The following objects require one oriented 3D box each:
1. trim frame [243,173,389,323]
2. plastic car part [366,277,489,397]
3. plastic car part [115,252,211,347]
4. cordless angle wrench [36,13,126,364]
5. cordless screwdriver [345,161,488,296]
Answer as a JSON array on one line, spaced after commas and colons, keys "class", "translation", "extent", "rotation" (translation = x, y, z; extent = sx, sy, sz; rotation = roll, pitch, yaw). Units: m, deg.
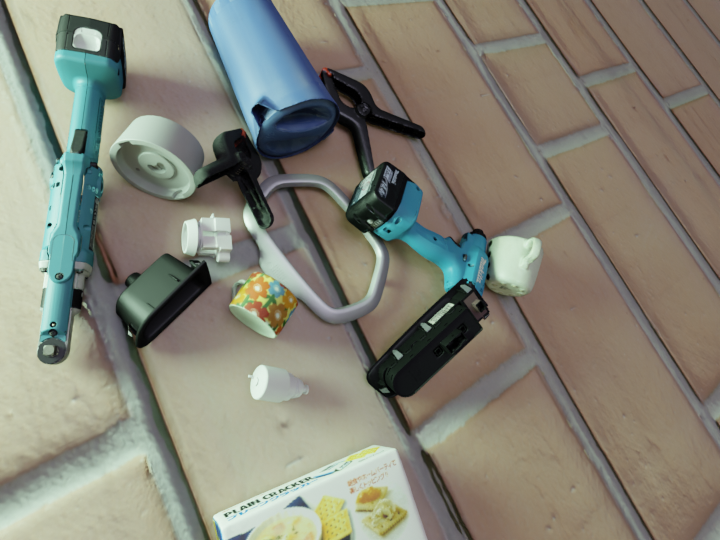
[{"class": "trim frame", "translation": [-0.061, -0.040, 0.620], "extent": [0.181, 0.028, 0.249], "rotation": [-39, 88, -31]}, {"class": "plastic car part", "translation": [0.101, 0.102, 0.574], "extent": [0.202, 0.070, 0.064], "rotation": [-39, 111, -6]}, {"class": "plastic car part", "translation": [-0.245, 0.025, 0.507], "extent": [0.073, 0.065, 0.115], "rotation": [37, 63, 11]}, {"class": "cordless angle wrench", "translation": [-0.341, -0.106, 0.509], "extent": [0.072, 0.099, 0.431], "rotation": [3, 72, -23]}, {"class": "cordless screwdriver", "translation": [0.104, -0.069, 0.662], "extent": [0.243, 0.076, 0.160], "rotation": [38, 50, -13]}]
